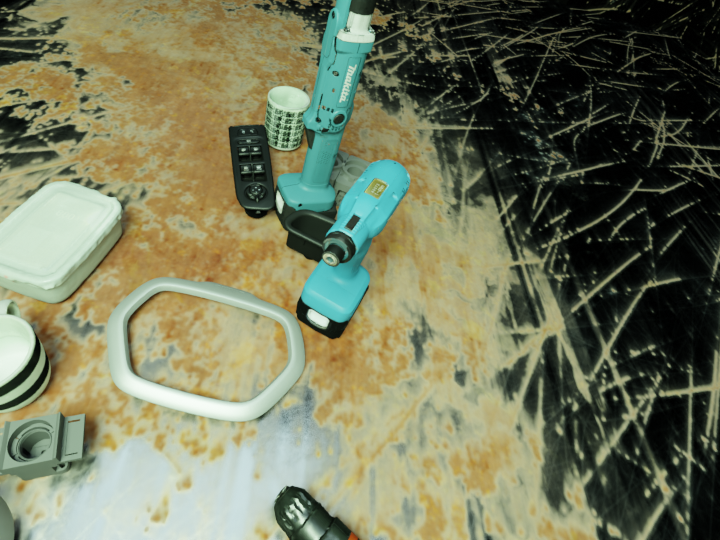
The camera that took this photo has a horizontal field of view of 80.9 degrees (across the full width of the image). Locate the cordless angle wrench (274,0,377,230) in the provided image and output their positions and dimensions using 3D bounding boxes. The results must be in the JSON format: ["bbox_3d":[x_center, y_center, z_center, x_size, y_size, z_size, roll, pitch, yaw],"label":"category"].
[{"bbox_3d":[-0.042,-0.219,0.575,0.095,0.418,0.078,-10,57,-27],"label":"cordless angle wrench"}]

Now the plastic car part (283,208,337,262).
[{"bbox_3d":[-0.064,-0.042,0.650,0.117,0.070,0.066,22,48,3],"label":"plastic car part"}]

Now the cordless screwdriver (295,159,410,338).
[{"bbox_3d":[-0.023,-0.001,0.508,0.075,0.246,0.159,29,48,5],"label":"cordless screwdriver"}]

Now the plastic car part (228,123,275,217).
[{"bbox_3d":[-0.188,-0.167,0.726,0.064,0.066,0.212,-2,51,-20],"label":"plastic car part"}]

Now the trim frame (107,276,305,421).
[{"bbox_3d":[-0.190,0.088,0.533,0.247,0.027,0.188,13,48,-4],"label":"trim frame"}]
